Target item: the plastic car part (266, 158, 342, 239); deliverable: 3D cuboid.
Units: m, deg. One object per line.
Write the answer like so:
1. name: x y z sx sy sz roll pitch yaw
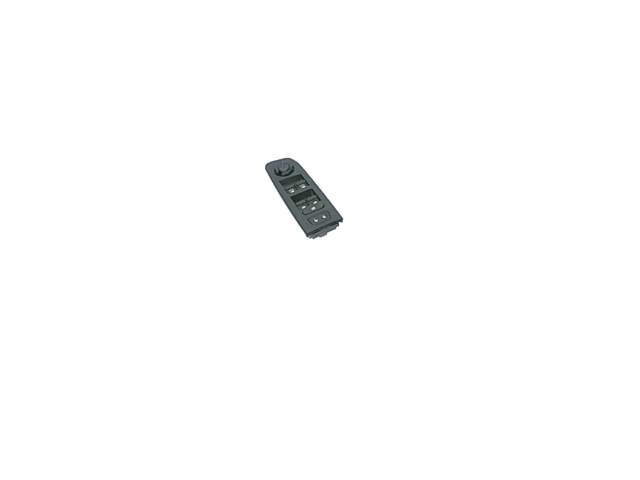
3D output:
1. plastic car part: -0.032 -0.073 0.742 0.066 0.203 0.067 -29 -35 -7
